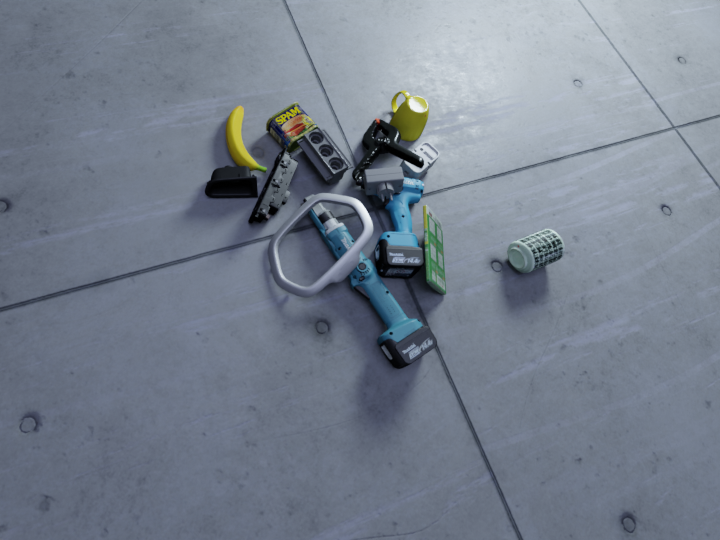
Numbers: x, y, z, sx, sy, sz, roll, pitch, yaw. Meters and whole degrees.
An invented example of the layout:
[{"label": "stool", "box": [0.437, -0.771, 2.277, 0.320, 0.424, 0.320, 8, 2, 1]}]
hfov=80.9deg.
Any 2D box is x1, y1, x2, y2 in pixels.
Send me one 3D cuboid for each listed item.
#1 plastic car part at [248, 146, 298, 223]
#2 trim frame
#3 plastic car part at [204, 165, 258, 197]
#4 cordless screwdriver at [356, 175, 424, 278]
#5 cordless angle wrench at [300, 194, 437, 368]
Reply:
[{"label": "plastic car part", "box": [-0.189, -0.193, 0.961, 0.065, 0.067, 0.206, 19, 66, -15]}, {"label": "trim frame", "box": [-0.088, -0.057, 0.899, 0.191, 0.026, 0.248, 42, 86, 21]}, {"label": "plastic car part", "box": [-0.292, -0.207, 0.956, 0.115, 0.064, 0.073, -1, 55, -7]}, {"label": "cordless screwdriver", "box": [0.064, -0.111, 0.962, 0.158, 0.073, 0.254, 6, 64, -5]}, {"label": "cordless angle wrench", "box": [-0.001, 0.003, 0.907, 0.097, 0.073, 0.436, -29, 73, -16]}]
